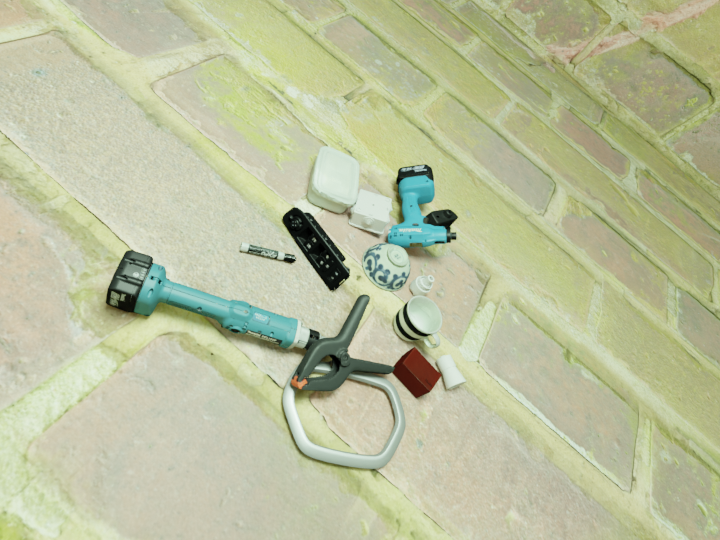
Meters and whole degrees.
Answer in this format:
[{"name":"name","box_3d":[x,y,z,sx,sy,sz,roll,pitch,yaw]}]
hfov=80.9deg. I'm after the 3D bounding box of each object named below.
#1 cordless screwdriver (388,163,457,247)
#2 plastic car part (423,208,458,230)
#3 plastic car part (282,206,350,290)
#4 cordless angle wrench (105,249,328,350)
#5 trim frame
[{"name":"cordless screwdriver","box_3d":[0.160,-0.161,1.072,0.163,0.071,0.254,-2,53,16]},{"name":"plastic car part","box_3d":[0.212,-0.136,1.129,0.112,0.071,0.068,-16,71,-32]},{"name":"plastic car part","box_3d":[-0.090,-0.059,0.925,0.207,0.067,0.065,50,40,10]},{"name":"cordless angle wrench","box_3d":[-0.217,0.082,0.747,0.409,0.099,0.076,22,56,-18]},{"name":"trim frame","box_3d":[-0.026,0.254,0.770,0.241,0.027,0.189,15,54,-16]}]
